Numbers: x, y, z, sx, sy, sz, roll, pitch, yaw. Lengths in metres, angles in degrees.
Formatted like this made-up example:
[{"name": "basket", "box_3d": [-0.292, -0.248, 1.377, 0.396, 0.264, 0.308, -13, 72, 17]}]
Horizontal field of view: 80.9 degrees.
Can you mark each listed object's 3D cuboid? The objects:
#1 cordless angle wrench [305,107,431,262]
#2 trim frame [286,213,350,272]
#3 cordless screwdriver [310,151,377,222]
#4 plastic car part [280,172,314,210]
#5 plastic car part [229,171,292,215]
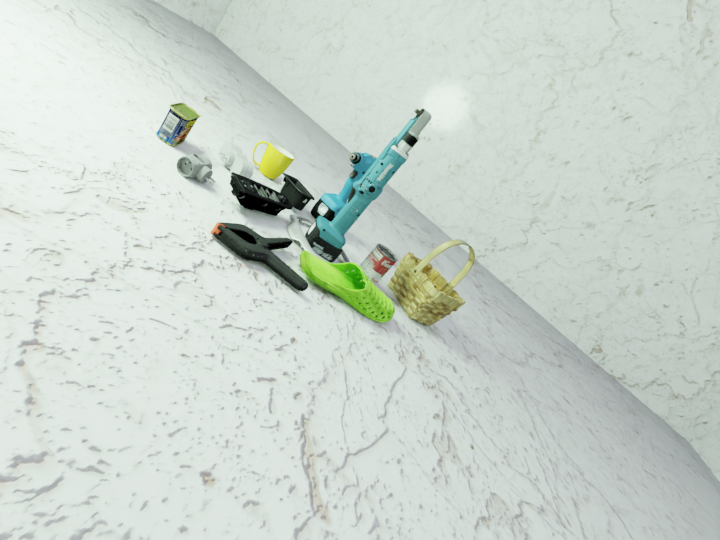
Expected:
[{"name": "cordless angle wrench", "box_3d": [0.021, -0.202, 1.016, 0.095, 0.425, 0.076, 34, 20, -19]}, {"name": "trim frame", "box_3d": [-0.107, -0.070, 1.092, 0.174, 0.027, 0.261, 25, 24, -36]}, {"name": "cordless screwdriver", "box_3d": [-0.050, -0.241, 1.242, 0.077, 0.250, 0.153, 47, 20, 17]}, {"name": "plastic car part", "box_3d": [-0.189, -0.214, 1.204, 0.062, 0.071, 0.123, 16, 30, -50]}, {"name": "plastic car part", "box_3d": [-0.240, -0.171, 1.018, 0.069, 0.067, 0.193, 49, 21, 24]}]
